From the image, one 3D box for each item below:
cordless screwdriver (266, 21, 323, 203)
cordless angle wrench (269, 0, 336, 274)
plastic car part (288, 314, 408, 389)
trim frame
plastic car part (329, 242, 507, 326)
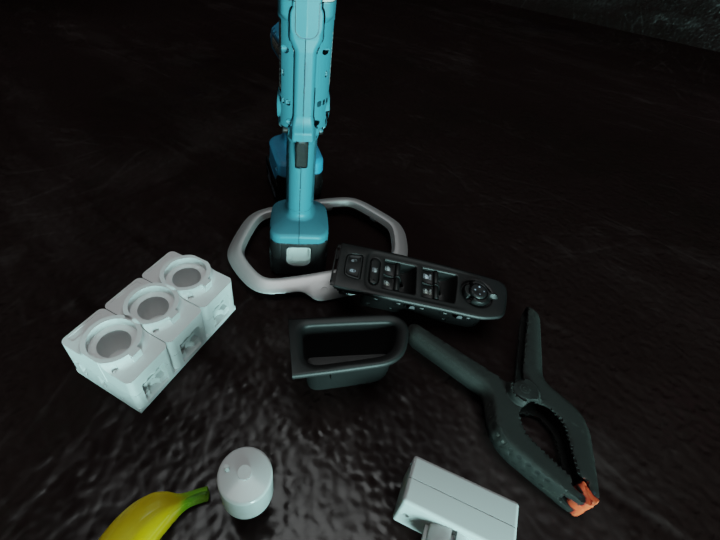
[{"bbox_3d":[-0.086,-0.200,0.591,0.073,0.242,0.167,-9,46,-18],"label":"cordless screwdriver"},{"bbox_3d":[-0.060,-0.169,0.439,0.074,0.412,0.101,2,44,-8],"label":"cordless angle wrench"},{"bbox_3d":[-0.013,0.088,0.422,0.115,0.069,0.068,-2,44,-8],"label":"plastic car part"},{"bbox_3d":[-0.057,-0.037,0.580,0.243,0.027,0.193,-11,46,-15],"label":"trim frame"},{"bbox_3d":[0.066,0.027,0.495,0.205,0.065,0.067,9,44,4],"label":"plastic car part"}]
